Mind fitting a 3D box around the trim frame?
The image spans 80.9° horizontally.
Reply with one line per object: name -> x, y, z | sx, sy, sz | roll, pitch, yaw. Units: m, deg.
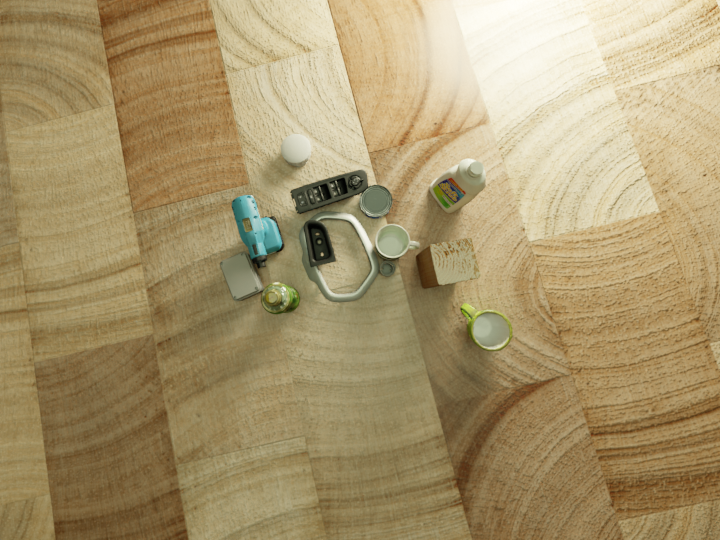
trim frame -> -0.060, -0.039, 1.094 | 0.184, 0.027, 0.252 | -25, 81, 0

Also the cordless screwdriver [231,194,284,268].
cordless screwdriver -> -0.234, -0.073, 1.001 | 0.074, 0.246, 0.161 | -18, 84, -2

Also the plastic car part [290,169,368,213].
plastic car part -> -0.076, -0.203, 1.099 | 0.203, 0.066, 0.067 | -19, 83, 1

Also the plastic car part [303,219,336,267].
plastic car part -> -0.106, -0.069, 1.080 | 0.066, 0.070, 0.118 | -13, 82, 0
